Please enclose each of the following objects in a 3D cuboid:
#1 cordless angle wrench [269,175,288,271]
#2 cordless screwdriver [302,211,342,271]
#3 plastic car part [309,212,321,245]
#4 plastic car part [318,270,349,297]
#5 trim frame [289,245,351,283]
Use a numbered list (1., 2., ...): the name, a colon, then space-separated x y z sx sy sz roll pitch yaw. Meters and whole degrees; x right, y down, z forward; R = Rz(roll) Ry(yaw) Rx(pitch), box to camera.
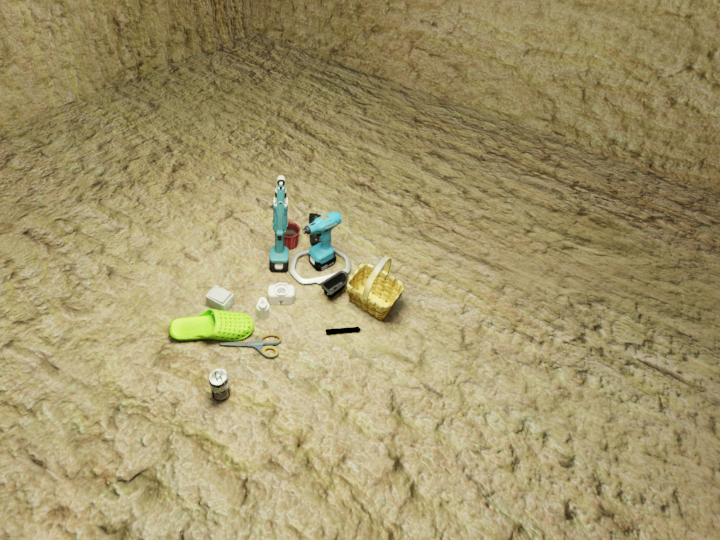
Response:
1. cordless angle wrench: -0.287 -0.163 1.508 0.073 0.413 0.101 3 47 -10
2. cordless screwdriver: -0.155 -0.101 1.582 0.155 0.243 0.078 -26 57 -30
3. plastic car part: -0.183 -0.162 1.758 0.065 0.065 0.210 0 47 -9
4. plastic car part: -0.092 0.059 1.556 0.114 0.069 0.069 -32 59 -32
5. trim frame: -0.158 -0.021 1.654 0.243 0.027 0.193 -14 50 -18
